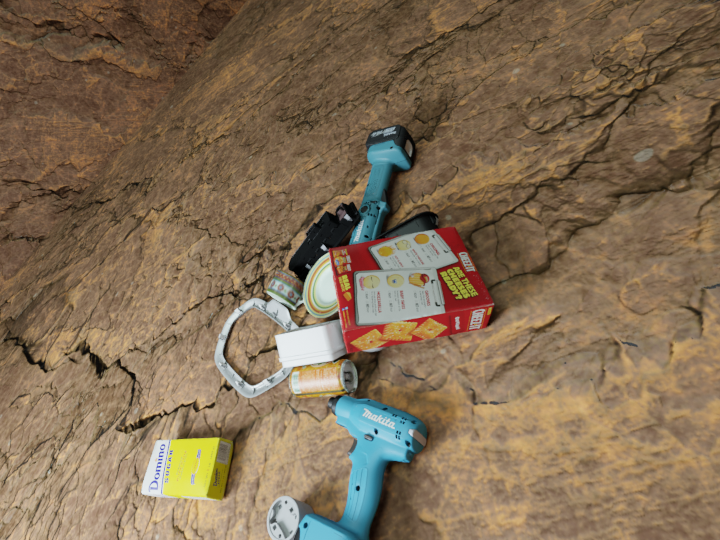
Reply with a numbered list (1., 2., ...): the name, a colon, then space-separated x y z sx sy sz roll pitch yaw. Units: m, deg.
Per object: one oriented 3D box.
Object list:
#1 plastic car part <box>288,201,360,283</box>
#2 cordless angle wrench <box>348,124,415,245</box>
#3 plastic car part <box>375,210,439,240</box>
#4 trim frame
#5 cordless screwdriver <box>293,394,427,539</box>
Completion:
1. plastic car part: -0.084 -0.055 0.856 0.203 0.064 0.070 -54 38 23
2. cordless angle wrench: 0.023 -0.110 0.853 0.102 0.070 0.428 -4 58 35
3. plastic car part: 0.098 -0.051 0.762 0.118 0.062 0.074 -28 60 13
4. trim frame: -0.215 0.146 0.862 0.263 0.026 0.184 25 74 46
5. cordless screwdriver: -0.023 0.297 0.574 0.167 0.070 0.250 5 58 39
